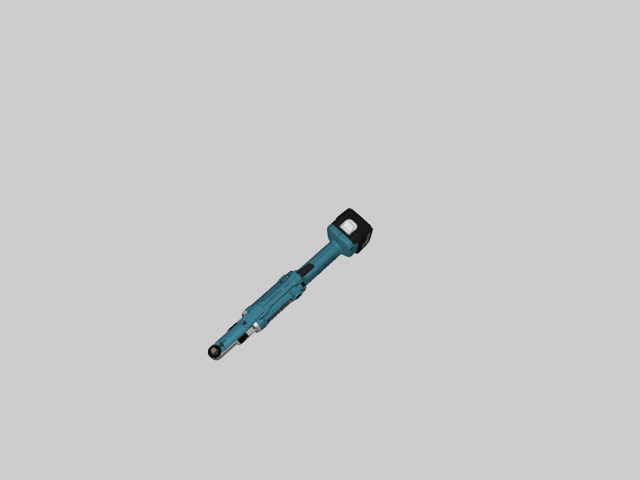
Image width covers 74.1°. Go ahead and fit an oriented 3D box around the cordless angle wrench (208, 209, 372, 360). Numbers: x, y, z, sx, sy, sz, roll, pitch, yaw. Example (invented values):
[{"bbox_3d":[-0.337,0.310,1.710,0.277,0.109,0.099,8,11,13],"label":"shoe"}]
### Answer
[{"bbox_3d":[-0.062,0.097,0.890,0.422,0.074,0.098,-41,-18,-17],"label":"cordless angle wrench"}]
